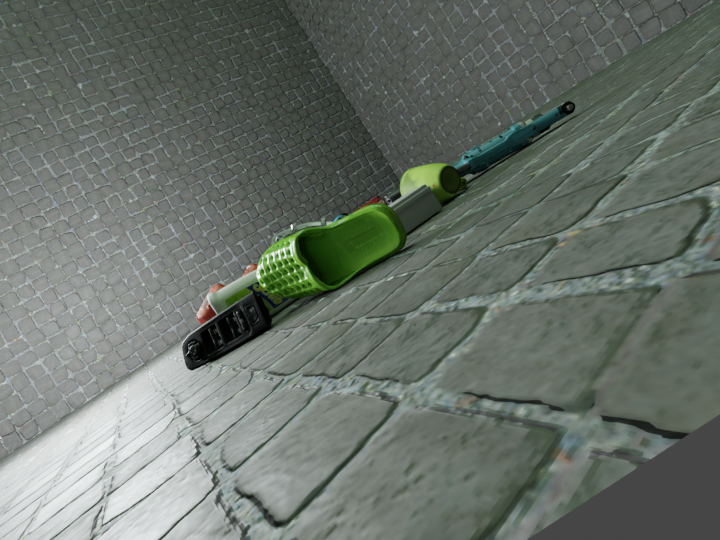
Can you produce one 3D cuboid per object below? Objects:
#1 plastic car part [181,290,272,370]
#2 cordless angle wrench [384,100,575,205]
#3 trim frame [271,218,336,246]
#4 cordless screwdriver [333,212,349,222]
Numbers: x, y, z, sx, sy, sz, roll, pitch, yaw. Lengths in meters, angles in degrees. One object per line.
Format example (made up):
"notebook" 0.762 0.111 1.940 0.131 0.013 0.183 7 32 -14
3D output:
"plastic car part" -0.232 0.107 0.737 0.206 0.067 0.065 -31 -5 18
"cordless angle wrench" 0.255 -0.241 0.925 0.428 0.074 0.097 -29 6 14
"trim frame" -0.080 -0.052 0.819 0.182 0.027 0.258 -9 26 -8
"cordless screwdriver" -0.055 -0.100 1.126 0.159 0.075 0.247 -55 0 23
